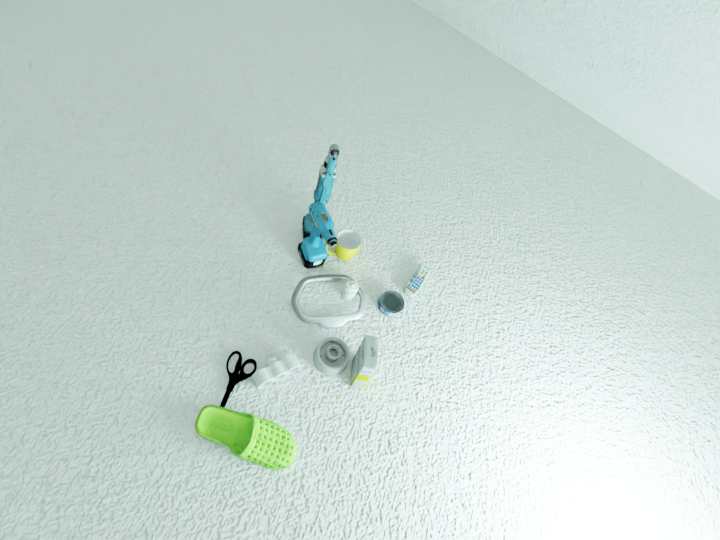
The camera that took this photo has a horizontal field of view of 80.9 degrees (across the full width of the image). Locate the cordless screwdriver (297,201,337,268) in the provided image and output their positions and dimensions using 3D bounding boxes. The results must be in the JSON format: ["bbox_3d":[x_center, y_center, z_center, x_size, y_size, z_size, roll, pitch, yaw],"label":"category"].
[{"bbox_3d":[-0.133,-0.087,1.357,0.072,0.246,0.165,-14,63,-24],"label":"cordless screwdriver"}]

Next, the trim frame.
[{"bbox_3d":[-0.102,0.095,1.374,0.243,0.027,0.191,-4,57,-14],"label":"trim frame"}]

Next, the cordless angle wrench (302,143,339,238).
[{"bbox_3d":[-0.123,-0.244,1.359,0.073,0.418,0.101,3,58,-15],"label":"cordless angle wrench"}]
